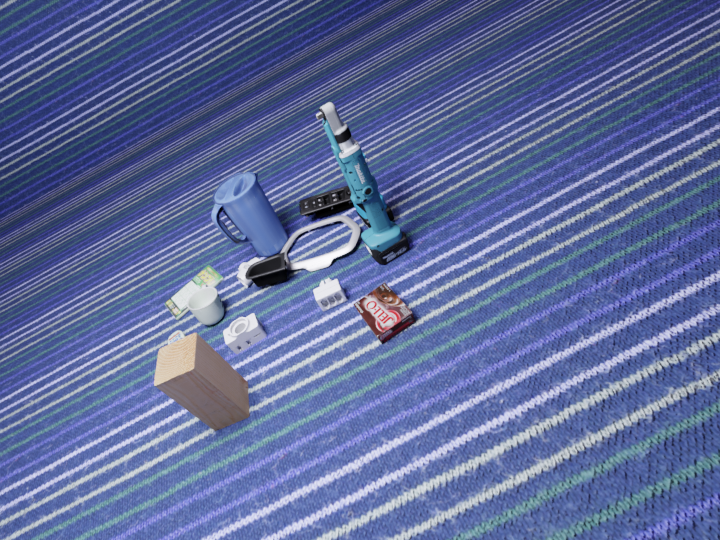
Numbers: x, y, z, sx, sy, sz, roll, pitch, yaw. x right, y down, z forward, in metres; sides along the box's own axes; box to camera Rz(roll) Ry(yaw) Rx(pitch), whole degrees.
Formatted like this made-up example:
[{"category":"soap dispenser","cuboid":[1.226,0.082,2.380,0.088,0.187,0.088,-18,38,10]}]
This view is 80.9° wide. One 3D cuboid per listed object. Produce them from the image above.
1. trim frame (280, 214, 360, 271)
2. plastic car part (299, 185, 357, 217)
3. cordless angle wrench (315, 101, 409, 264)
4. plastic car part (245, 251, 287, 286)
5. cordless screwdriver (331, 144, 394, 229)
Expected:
[{"category":"trim frame","cuboid":[-0.116,-0.076,1.189,0.253,0.026,0.190,-16,43,15]},{"category":"plastic car part","cuboid":[-0.079,-0.201,1.261,0.206,0.064,0.069,-19,42,12]},{"category":"cordless angle wrench","cuboid":[0.005,-0.185,0.945,0.098,0.402,0.078,-30,41,-3]},{"category":"plastic car part","cuboid":[-0.246,0.009,1.147,0.118,0.067,0.068,-20,42,11]},{"category":"cordless screwdriver","cuboid":[-0.003,-0.230,1.117,0.074,0.236,0.168,-31,41,-4]}]
